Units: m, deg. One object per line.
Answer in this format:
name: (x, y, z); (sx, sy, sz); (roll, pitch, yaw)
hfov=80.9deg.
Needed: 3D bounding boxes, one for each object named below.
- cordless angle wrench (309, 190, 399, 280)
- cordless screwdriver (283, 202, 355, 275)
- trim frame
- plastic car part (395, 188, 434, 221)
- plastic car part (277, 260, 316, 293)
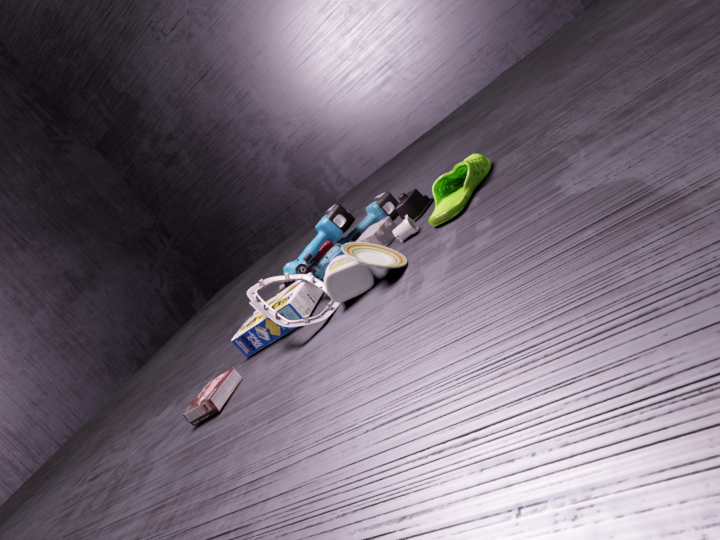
cordless angle wrench: (-0.048, -0.064, 1.222); (0.420, 0.073, 0.100); (-46, 13, -17)
cordless screwdriver: (-0.115, -0.075, 1.176); (0.248, 0.073, 0.163); (-52, 13, -14)
trim frame: (-0.154, 0.058, 0.948); (0.179, 0.027, 0.263); (-22, 32, -28)
plastic car part: (0.128, -0.170, 1.084); (0.067, 0.070, 0.115); (-31, 12, 44)
plastic car part: (-0.187, 0.041, 1.271); (0.202, 0.067, 0.067); (-39, 3, -8)
